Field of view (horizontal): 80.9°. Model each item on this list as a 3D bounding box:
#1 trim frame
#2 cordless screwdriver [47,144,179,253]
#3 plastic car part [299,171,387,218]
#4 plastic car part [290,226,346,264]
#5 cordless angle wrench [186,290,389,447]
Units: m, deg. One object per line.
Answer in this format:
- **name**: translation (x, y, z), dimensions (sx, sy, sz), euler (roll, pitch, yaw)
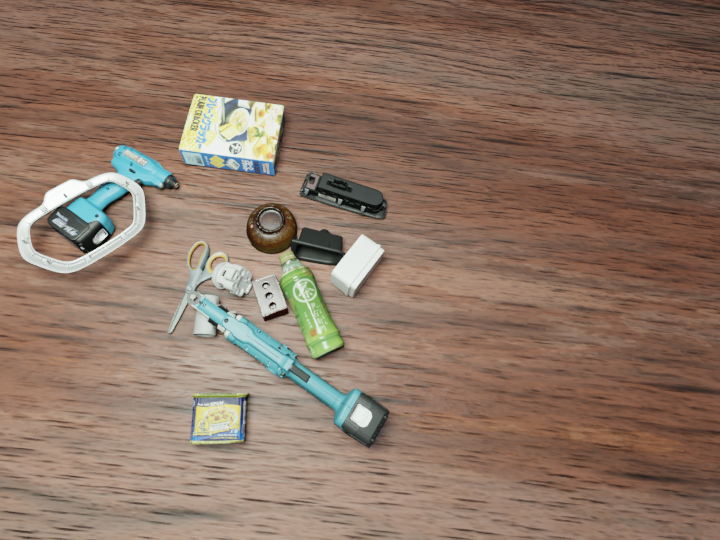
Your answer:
- **trim frame**: translation (-0.545, -0.101, 0.833), dimensions (0.245, 0.027, 0.189), euler (-39, 74, -20)
- **cordless screwdriver**: translation (-0.522, -0.148, 0.909), dimensions (0.161, 0.073, 0.249), euler (28, 66, 6)
- **plastic car part**: translation (-0.032, -0.177, 0.954), dimensions (0.204, 0.066, 0.067), euler (20, 63, 1)
- **plastic car part**: translation (-0.089, -0.058, 0.909), dimensions (0.116, 0.065, 0.073), euler (9, 56, -5)
- **cordless angle wrench**: translation (-0.149, 0.166, 0.783), dimensions (0.428, 0.097, 0.074), euler (34, 71, 6)
